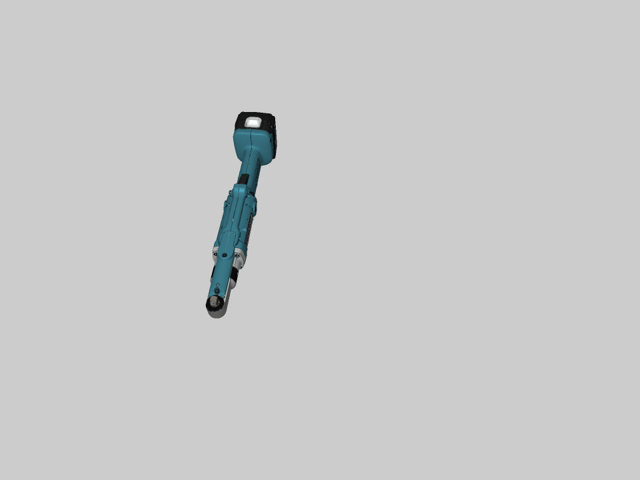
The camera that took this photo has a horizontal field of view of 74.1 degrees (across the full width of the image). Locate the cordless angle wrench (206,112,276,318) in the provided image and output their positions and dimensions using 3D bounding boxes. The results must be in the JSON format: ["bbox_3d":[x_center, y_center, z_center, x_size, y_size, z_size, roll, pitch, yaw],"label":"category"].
[{"bbox_3d":[-0.139,-0.058,0.736,0.074,0.421,0.098,4,-37,1],"label":"cordless angle wrench"}]
